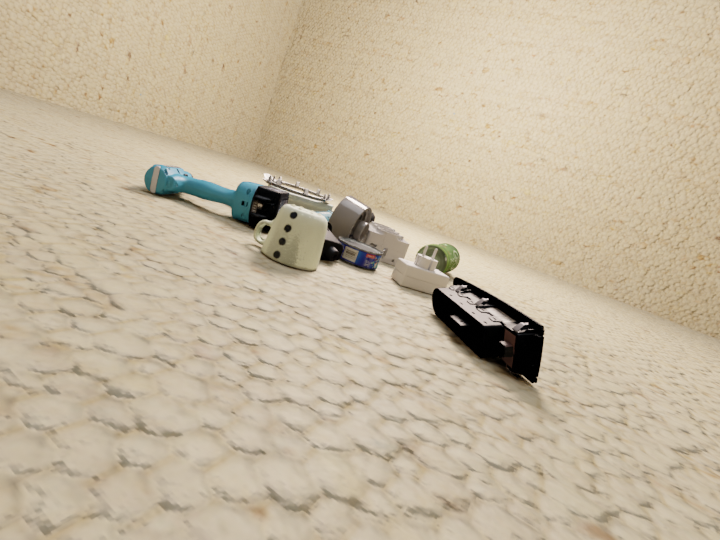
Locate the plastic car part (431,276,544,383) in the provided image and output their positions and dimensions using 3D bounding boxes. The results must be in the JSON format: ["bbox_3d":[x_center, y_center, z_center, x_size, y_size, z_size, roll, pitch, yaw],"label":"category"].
[{"bbox_3d":[0.142,0.063,0.530,0.066,0.065,0.208,-8,17,-7],"label":"plastic car part"}]

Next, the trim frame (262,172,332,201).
[{"bbox_3d":[-0.161,-0.213,1.091,0.186,0.027,0.248,18,13,3],"label":"trim frame"}]

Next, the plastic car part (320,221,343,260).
[{"bbox_3d":[-0.068,-0.044,0.696,0.110,0.066,0.075,11,28,-52],"label":"plastic car part"}]

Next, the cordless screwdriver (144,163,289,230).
[{"bbox_3d":[-0.263,-0.147,0.807,0.249,0.074,0.160,16,11,0],"label":"cordless screwdriver"}]

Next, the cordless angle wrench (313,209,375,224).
[{"bbox_3d":[-0.069,-0.107,0.952,0.101,0.074,0.413,22,14,14],"label":"cordless angle wrench"}]
